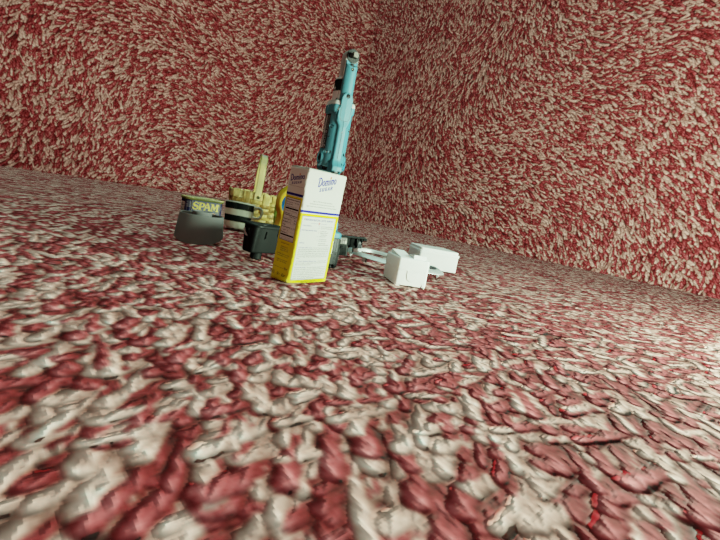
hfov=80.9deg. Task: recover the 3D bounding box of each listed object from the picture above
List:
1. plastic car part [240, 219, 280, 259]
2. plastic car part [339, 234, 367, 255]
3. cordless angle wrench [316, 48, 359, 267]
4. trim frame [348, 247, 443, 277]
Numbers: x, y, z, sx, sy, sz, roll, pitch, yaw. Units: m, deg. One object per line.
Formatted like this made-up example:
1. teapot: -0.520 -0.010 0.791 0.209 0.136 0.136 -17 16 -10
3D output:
1. plastic car part: -0.189 -0.057 0.799 0.068 0.070 0.113 13 8 20
2. plastic car part: -0.093 -0.061 0.950 0.200 0.067 0.067 9 8 -7
3. cordless angle wrench: -0.058 -0.219 0.840 0.071 0.421 0.102 8 7 -28
4. trim frame: 0.078 -0.021 1.022 0.261 0.027 0.177 15 10 28
